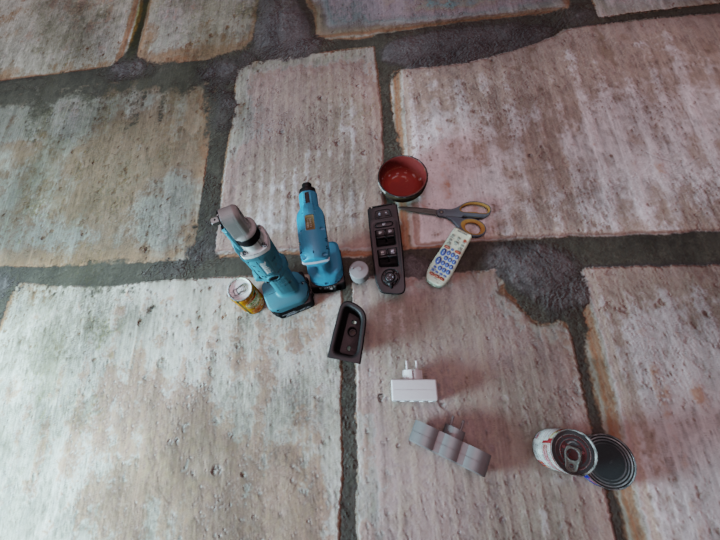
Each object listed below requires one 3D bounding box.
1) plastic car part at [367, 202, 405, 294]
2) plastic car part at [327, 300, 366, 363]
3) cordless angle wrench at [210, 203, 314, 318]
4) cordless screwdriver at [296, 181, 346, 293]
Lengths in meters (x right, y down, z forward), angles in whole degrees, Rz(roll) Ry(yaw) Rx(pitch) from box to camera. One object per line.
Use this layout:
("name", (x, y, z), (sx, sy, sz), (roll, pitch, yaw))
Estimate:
("plastic car part", (0.057, -0.041, 0.914), (0.067, 0.065, 0.208), (-6, 67, 4))
("plastic car part", (-0.020, 0.128, 0.854), (0.067, 0.069, 0.118), (8, 70, 9))
("cordless angle wrench", (-0.162, -0.008, 0.746), (0.098, 0.410, 0.077), (-21, 70, -4))
("cordless screwdriver", (-0.083, -0.054, 0.845), (0.075, 0.241, 0.163), (-9, 69, 0))
